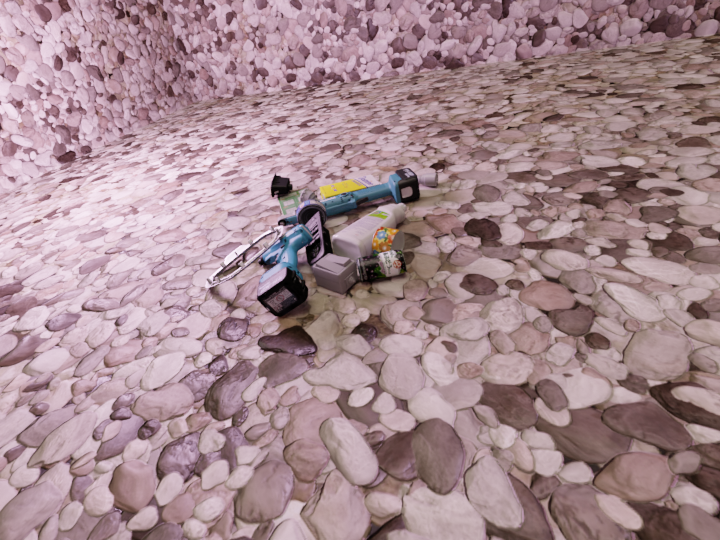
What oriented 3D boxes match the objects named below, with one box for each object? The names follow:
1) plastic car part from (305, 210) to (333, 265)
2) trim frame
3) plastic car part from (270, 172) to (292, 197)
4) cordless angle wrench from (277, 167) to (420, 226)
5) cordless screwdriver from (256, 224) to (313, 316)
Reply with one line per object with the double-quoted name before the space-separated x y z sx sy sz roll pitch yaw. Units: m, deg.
"plastic car part" -0.105 -0.069 1.072 0.067 0.064 0.210 -37 29 16
"trim frame" -0.292 -0.039 1.064 0.246 0.026 0.192 -45 23 -20
"plastic car part" -0.266 -0.287 1.443 0.071 0.064 0.120 -3 28 -4
"cordless angle wrench" -0.041 -0.201 1.244 0.422 0.071 0.102 -16 33 -1
"cordless screwdriver" -0.190 0.001 0.981 0.162 0.071 0.256 -31 30 19
